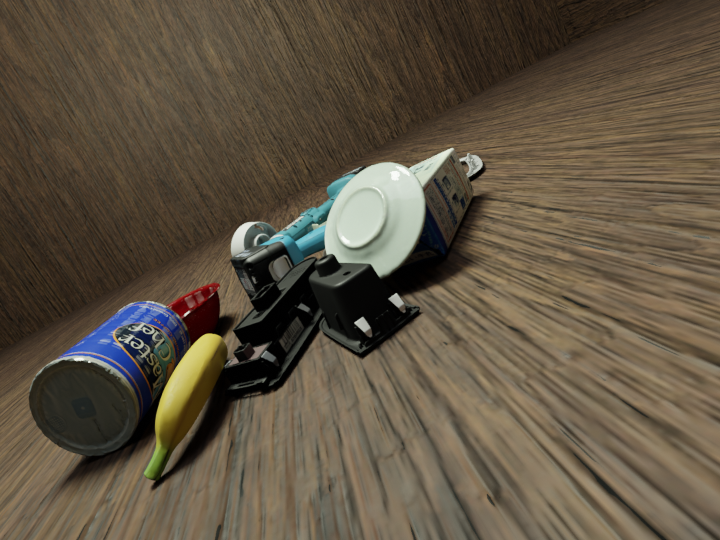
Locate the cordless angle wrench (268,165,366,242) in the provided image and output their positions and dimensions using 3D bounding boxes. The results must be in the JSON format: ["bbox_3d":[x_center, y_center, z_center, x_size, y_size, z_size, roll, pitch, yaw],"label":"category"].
[{"bbox_3d":[-0.103,-0.101,0.893,0.102,0.072,0.418,-14,24,43],"label":"cordless angle wrench"}]

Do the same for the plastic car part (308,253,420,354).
[{"bbox_3d":[-0.015,0.020,0.387,0.065,0.069,0.121,-32,19,-21],"label":"plastic car part"}]

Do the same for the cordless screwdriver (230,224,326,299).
[{"bbox_3d":[-0.063,-0.041,0.642,0.243,0.073,0.166,-33,16,-29],"label":"cordless screwdriver"}]

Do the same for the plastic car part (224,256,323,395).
[{"bbox_3d":[-0.080,0.042,0.448,0.068,0.066,0.201,-30,11,30],"label":"plastic car part"}]

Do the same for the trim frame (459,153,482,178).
[{"bbox_3d":[0.130,-0.166,0.780,0.188,0.027,0.250,-23,19,20],"label":"trim frame"}]
